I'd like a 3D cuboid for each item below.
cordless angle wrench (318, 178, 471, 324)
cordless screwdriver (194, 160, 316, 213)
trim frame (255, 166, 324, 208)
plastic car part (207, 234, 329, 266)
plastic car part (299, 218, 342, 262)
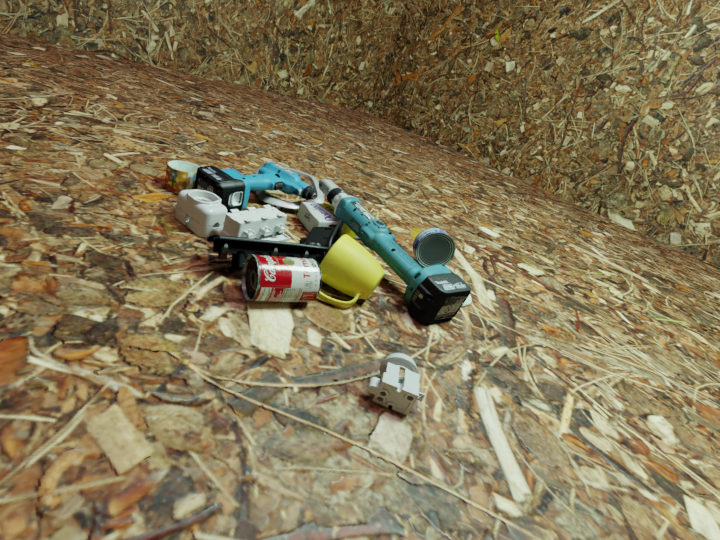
[{"bbox_3d":[0.029,-0.070,0.833,0.093,0.074,0.447,-3,38,-39],"label":"cordless angle wrench"},{"bbox_3d":[-0.221,-0.177,0.914,0.167,0.073,0.241,30,32,26],"label":"cordless screwdriver"},{"bbox_3d":[-0.186,-0.210,1.060,0.179,0.027,0.259,3,34,-16],"label":"trim frame"},{"bbox_3d":[-0.141,-0.025,0.686,0.195,0.067,0.068,-1,-6,-29],"label":"plastic car part"},{"bbox_3d":[-0.079,-0.052,0.807,0.073,0.064,0.116,8,26,11],"label":"plastic car part"}]
